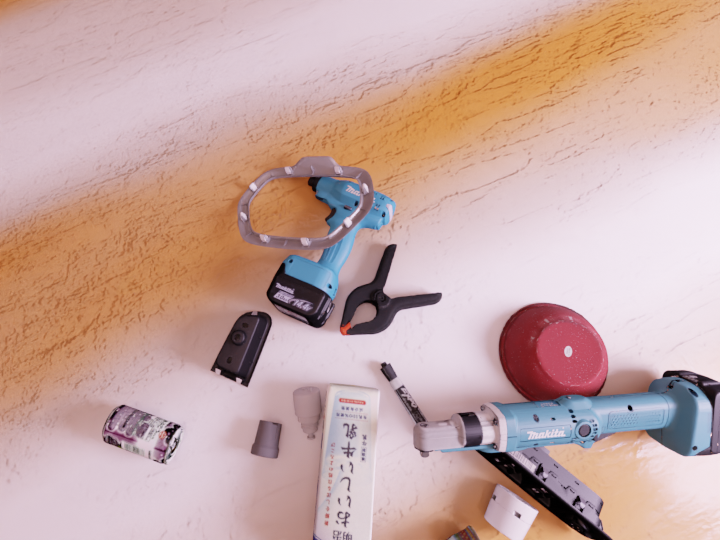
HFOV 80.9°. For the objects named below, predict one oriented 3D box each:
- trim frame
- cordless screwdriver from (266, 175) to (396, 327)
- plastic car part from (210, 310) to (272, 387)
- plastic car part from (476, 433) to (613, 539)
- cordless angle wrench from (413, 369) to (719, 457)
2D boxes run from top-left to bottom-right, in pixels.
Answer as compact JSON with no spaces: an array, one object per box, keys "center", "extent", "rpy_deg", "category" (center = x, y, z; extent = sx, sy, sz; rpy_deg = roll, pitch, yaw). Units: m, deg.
[{"center":[-0.098,-0.114,0.692],"extent":[0.259,0.026,0.186],"rpy_deg":[5,59,27],"category":"trim frame"},{"center":[-0.067,-0.044,0.689],"extent":[0.165,0.071,0.249],"rpy_deg":[25,72,19],"category":"cordless screwdriver"},{"center":[-0.184,0.112,0.648],"extent":[0.067,0.070,0.117],"rpy_deg":[21,78,5],"category":"plastic car part"},{"center":[0.245,0.280,0.581],"extent":[0.209,0.065,0.066],"rpy_deg":[41,54,14],"category":"plastic car part"},{"center":[0.274,0.197,0.551],"extent":[0.418,0.076,0.097],"rpy_deg":[-2,97,-7],"category":"cordless angle wrench"}]
